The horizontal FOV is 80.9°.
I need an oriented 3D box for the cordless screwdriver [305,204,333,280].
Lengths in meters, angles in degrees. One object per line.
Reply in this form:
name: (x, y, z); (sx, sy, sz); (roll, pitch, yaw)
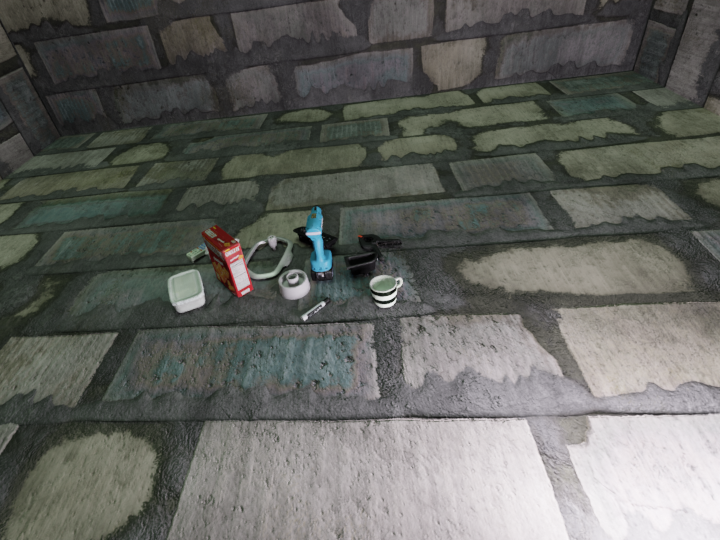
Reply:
cordless screwdriver: (-0.143, -0.093, 1.462); (0.075, 0.239, 0.164); (-4, 38, 3)

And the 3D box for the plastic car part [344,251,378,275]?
plastic car part: (0.007, -0.017, 1.474); (0.116, 0.068, 0.068); (-10, 39, -1)

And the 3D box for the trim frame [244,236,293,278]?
trim frame: (-0.353, -0.051, 1.622); (0.189, 0.026, 0.251); (2, 41, 14)

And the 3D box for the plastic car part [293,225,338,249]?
plastic car part: (-0.178, -0.123, 1.643); (0.214, 0.064, 0.065); (26, 50, 36)
